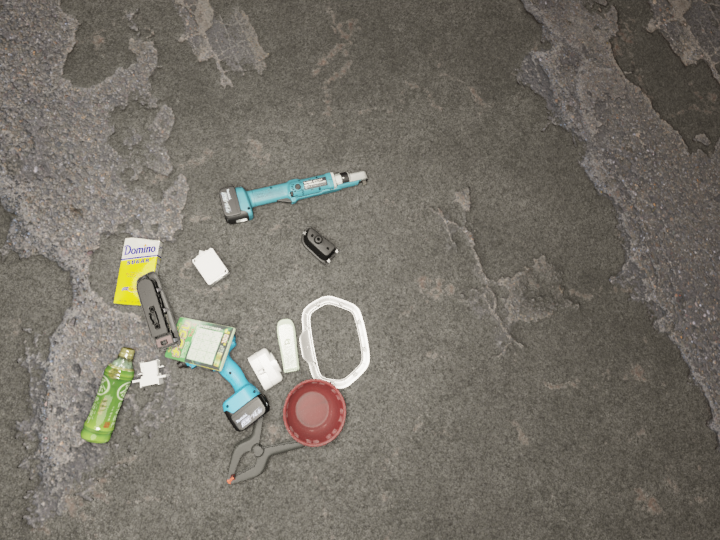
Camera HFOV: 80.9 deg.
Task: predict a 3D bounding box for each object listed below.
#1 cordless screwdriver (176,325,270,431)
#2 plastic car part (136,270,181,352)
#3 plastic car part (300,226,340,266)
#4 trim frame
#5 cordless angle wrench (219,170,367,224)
[{"bbox_3d":[-0.346,0.284,1.067,0.158,0.073,0.256,-32,74,-8],"label":"cordless screwdriver"},{"bbox_3d":[-0.518,0.102,1.059,0.066,0.066,0.206,-20,81,-3],"label":"plastic car part"},{"bbox_3d":[-0.115,-0.075,1.171,0.116,0.071,0.066,41,76,-2],"label":"plastic car part"},{"bbox_3d":[-0.071,0.193,1.147,0.182,0.027,0.251,-10,82,-7],"label":"trim frame"},{"bbox_3d":[-0.181,-0.226,1.196,0.417,0.074,0.099,-15,83,-11],"label":"cordless angle wrench"}]
